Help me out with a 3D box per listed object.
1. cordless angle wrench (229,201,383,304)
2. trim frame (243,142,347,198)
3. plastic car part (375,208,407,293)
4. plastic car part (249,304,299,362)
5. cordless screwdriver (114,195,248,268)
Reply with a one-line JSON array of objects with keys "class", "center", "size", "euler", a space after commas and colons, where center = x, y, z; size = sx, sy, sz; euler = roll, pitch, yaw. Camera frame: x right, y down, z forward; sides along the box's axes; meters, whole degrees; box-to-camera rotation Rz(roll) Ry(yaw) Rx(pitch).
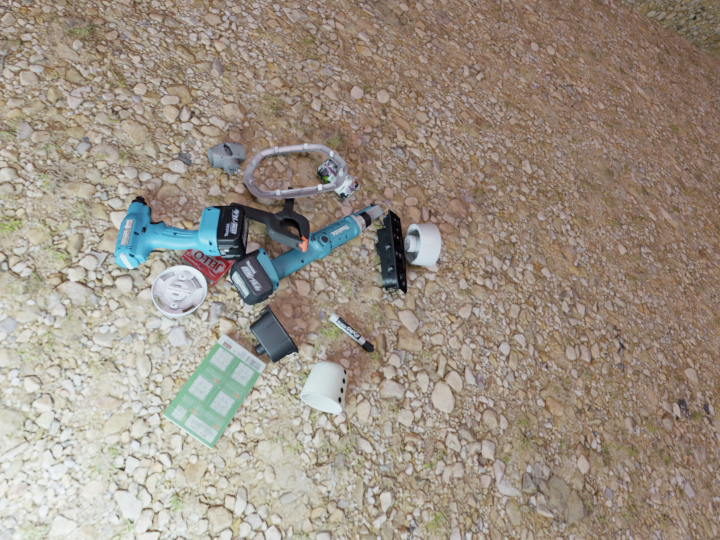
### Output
[{"class": "cordless angle wrench", "center": [-0.094, -0.062, 0.965], "size": [0.413, 0.075, 0.099], "euler": [-32, 84, -32]}, {"class": "trim frame", "center": [-0.154, -0.237, 1.000], "size": [0.246, 0.027, 0.191], "euler": [-7, 56, -7]}, {"class": "plastic car part", "center": [0.073, -0.042, 1.019], "size": [0.069, 0.063, 0.208], "euler": [-17, 67, 19]}, {"class": "plastic car part", "center": [-0.182, 0.136, 0.849], "size": [0.070, 0.066, 0.118], "euler": [-32, 85, -16]}, {"class": "cordless screwdriver", "center": [-0.351, -0.089, 0.842], "size": [0.248, 0.072, 0.164], "euler": [-5, 58, -3]}]
